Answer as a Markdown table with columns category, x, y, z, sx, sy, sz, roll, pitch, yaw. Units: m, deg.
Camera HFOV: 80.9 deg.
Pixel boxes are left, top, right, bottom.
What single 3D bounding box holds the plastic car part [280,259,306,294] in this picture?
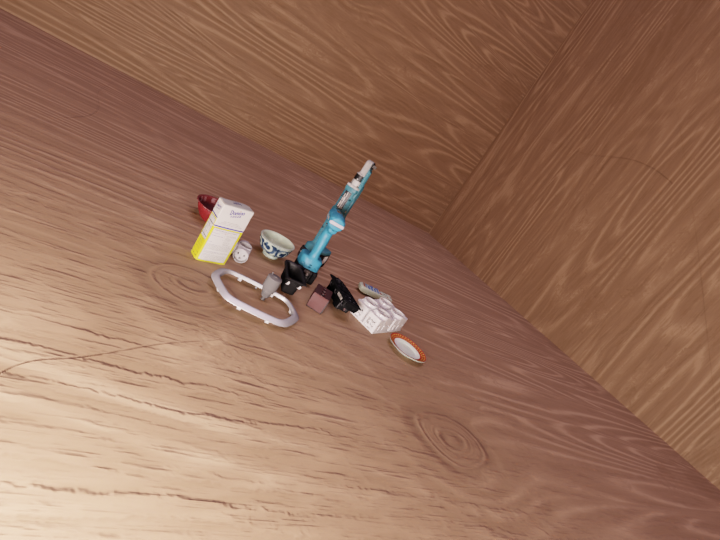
| category | x | y | z | sx | sy | sz | roll | pitch | yaw |
| --- | --- | --- | --- | --- | --- | --- | --- | --- | --- |
| plastic car part | -0.203 | 0.028 | 1.209 | 0.063 | 0.071 | 0.121 | 26 | 17 | -24 |

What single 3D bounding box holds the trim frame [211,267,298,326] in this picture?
| category | x | y | z | sx | sy | sz | roll | pitch | yaw |
| --- | --- | --- | --- | --- | --- | --- | --- | --- | --- |
| trim frame | -0.262 | 0.068 | 1.060 | 0.241 | 0.027 | 0.190 | 27 | 17 | -18 |

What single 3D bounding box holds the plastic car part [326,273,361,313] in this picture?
| category | x | y | z | sx | sy | sz | roll | pitch | yaw |
| --- | --- | --- | --- | --- | --- | --- | --- | --- | --- |
| plastic car part | -0.062 | 0.079 | 1.324 | 0.063 | 0.067 | 0.212 | 25 | 17 | -26 |

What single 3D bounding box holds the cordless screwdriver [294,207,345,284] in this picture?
| category | x | y | z | sx | sy | sz | roll | pitch | yaw |
| --- | --- | --- | --- | --- | --- | --- | --- | --- | --- |
| cordless screwdriver | -0.133 | -0.087 | 1.356 | 0.072 | 0.248 | 0.164 | 29 | 16 | -17 |

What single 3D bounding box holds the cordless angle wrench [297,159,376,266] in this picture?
| category | x | y | z | sx | sy | sz | roll | pitch | yaw |
| --- | --- | --- | --- | --- | --- | --- | --- | --- | --- |
| cordless angle wrench | -0.075 | -0.201 | 1.483 | 0.102 | 0.423 | 0.072 | 39 | 17 | 19 |
